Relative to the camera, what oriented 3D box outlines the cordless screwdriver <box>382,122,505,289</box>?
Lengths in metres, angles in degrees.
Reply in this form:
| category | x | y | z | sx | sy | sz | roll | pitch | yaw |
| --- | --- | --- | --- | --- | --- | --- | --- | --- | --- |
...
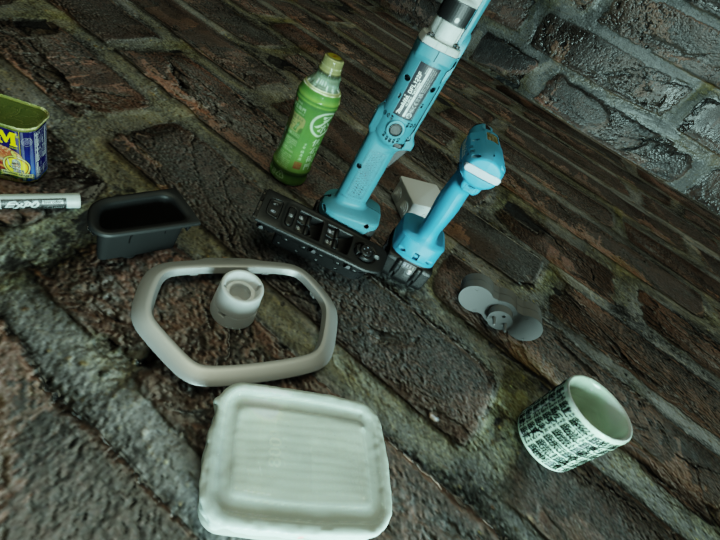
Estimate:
| category | x | y | z | sx | sy | sz | roll | pitch | yaw |
| --- | --- | --- | --- | --- | --- | --- | --- | --- | --- |
| cordless screwdriver | 0.120 | -0.098 | 0.632 | 0.074 | 0.248 | 0.161 | 28 | 39 | -6 |

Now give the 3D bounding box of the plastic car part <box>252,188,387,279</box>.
| category | x | y | z | sx | sy | sz | roll | pitch | yaw |
| --- | --- | --- | --- | --- | --- | --- | --- | --- | --- |
| plastic car part | -0.059 | -0.039 | 0.605 | 0.200 | 0.067 | 0.068 | 22 | 39 | -8 |

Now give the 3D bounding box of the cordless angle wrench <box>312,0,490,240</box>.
| category | x | y | z | sx | sy | sz | roll | pitch | yaw |
| --- | --- | --- | --- | --- | --- | --- | --- | --- | --- |
| cordless angle wrench | 0.047 | -0.192 | 0.554 | 0.096 | 0.422 | 0.076 | 24 | 39 | -11 |

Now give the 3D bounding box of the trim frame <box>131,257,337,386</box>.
| category | x | y | z | sx | sy | sz | roll | pitch | yaw |
| --- | --- | --- | --- | --- | --- | --- | --- | --- | --- |
| trim frame | -0.135 | 0.048 | 0.496 | 0.238 | 0.027 | 0.193 | -2 | 48 | -32 |

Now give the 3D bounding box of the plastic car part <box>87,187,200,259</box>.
| category | x | y | z | sx | sy | sz | roll | pitch | yaw |
| --- | --- | --- | --- | --- | --- | --- | --- | --- | --- |
| plastic car part | -0.259 | -0.046 | 0.491 | 0.112 | 0.071 | 0.068 | -22 | 62 | -45 |
